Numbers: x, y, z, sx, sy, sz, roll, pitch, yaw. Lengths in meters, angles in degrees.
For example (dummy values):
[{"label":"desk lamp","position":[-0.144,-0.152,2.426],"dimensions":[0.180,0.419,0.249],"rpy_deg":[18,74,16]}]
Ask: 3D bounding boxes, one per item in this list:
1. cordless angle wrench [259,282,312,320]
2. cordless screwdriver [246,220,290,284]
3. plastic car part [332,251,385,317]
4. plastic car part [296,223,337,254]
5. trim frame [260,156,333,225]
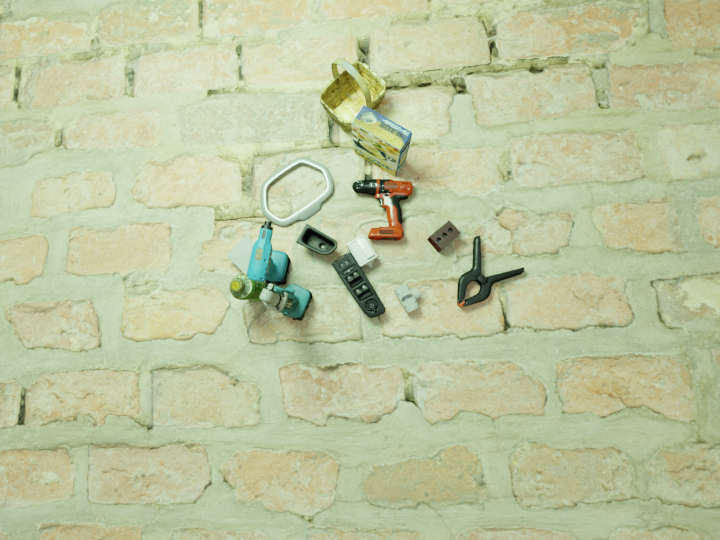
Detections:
[{"label":"cordless angle wrench","position":[-0.194,0.076,1.079],"dimensions":[0.075,0.416,0.098],"rpy_deg":[23,84,3]},{"label":"cordless screwdriver","position":[-0.253,-0.040,1.192],"dimensions":[0.075,0.245,0.160],"rpy_deg":[10,83,2]},{"label":"plastic car part","position":[-0.003,0.048,1.241],"dimensions":[0.066,0.066,0.207],"rpy_deg":[-33,79,-1]},{"label":"plastic car part","position":[-0.125,-0.081,1.274],"dimensions":[0.119,0.069,0.066],"rpy_deg":[28,85,8]},{"label":"trim frame","position":[-0.204,-0.248,1.333],"dimensions":[0.248,0.027,0.188],"rpy_deg":[-35,79,-1]}]
